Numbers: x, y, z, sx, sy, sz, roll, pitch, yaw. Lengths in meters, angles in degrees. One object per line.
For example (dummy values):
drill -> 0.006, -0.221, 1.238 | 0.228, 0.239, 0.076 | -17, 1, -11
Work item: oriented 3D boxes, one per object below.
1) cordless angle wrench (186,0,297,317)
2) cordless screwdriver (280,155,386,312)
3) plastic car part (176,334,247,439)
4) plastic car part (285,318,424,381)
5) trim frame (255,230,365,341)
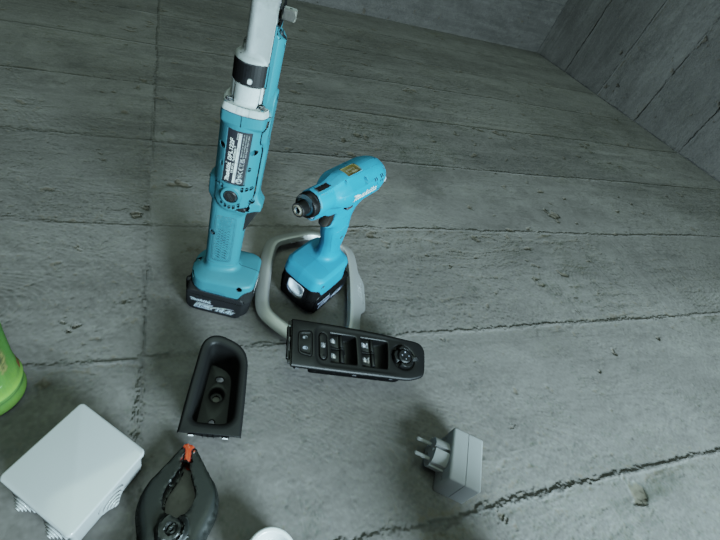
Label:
cordless angle wrench -> -0.146, -0.101, 0.503 | 0.097, 0.418, 0.076 | 17, 43, -9
cordless screwdriver -> -0.058, -0.038, 0.597 | 0.077, 0.246, 0.156 | 39, 44, 14
plastic car part -> -0.169, 0.145, 0.498 | 0.064, 0.070, 0.120 | 10, 44, -14
plastic car part -> -0.007, 0.123, 0.584 | 0.198, 0.066, 0.069 | 8, 44, -13
trim frame -> -0.077, 0.023, 0.689 | 0.180, 0.027, 0.257 | 9, 44, -12
